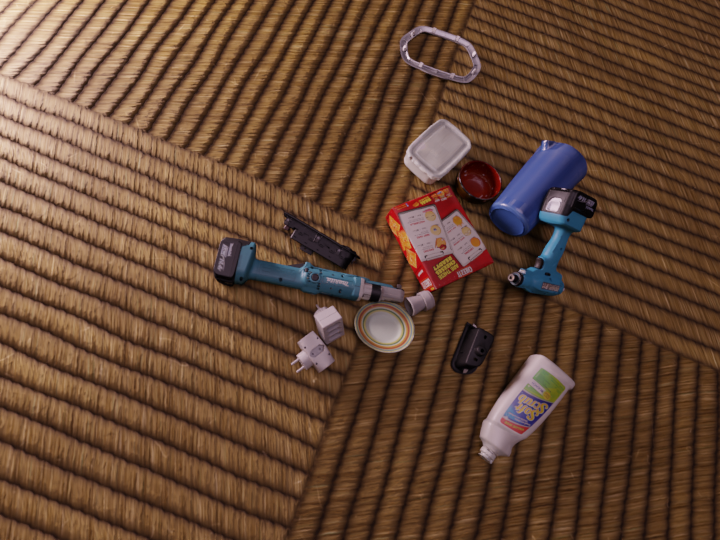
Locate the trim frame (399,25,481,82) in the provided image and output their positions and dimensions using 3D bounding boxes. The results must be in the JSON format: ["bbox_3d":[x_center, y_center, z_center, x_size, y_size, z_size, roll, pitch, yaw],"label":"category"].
[{"bbox_3d":[0.234,-0.630,1.231,0.247,0.027,0.186,19,70,-3],"label":"trim frame"}]

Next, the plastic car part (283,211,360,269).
[{"bbox_3d":[-0.095,-0.062,0.968,0.204,0.066,0.067,27,79,1],"label":"plastic car part"}]

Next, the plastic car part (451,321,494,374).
[{"bbox_3d":[0.254,0.173,0.928,0.066,0.070,0.116,31,67,1],"label":"plastic car part"}]

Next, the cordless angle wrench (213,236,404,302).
[{"bbox_3d":[-0.106,0.019,0.936,0.418,0.074,0.099,12,71,-6],"label":"cordless angle wrench"}]

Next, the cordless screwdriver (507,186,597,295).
[{"bbox_3d":[0.431,-0.066,0.969,0.152,0.078,0.247,11,100,-28],"label":"cordless screwdriver"}]
